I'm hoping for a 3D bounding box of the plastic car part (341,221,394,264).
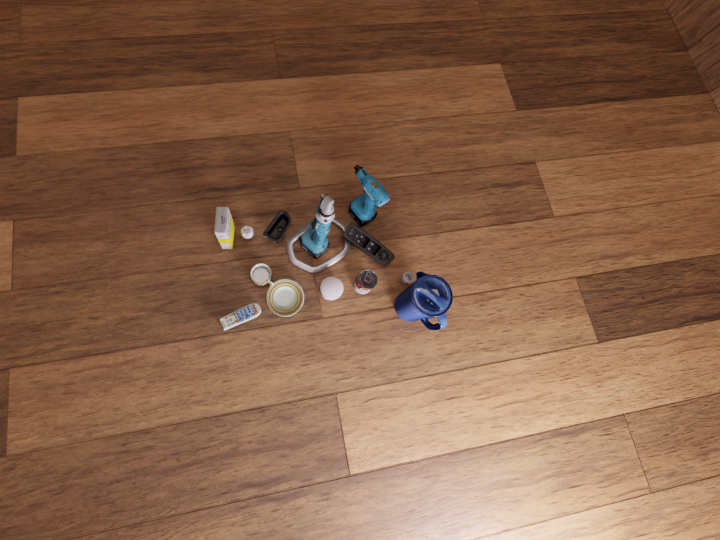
[{"bbox_3d":[0.026,-0.087,1.537,0.205,0.066,0.066,35,72,4],"label":"plastic car part"}]

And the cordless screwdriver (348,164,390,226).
[{"bbox_3d":[0.012,-0.262,1.495,0.073,0.248,0.162,-34,83,-17],"label":"cordless screwdriver"}]

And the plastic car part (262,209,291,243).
[{"bbox_3d":[-0.293,-0.151,1.518,0.066,0.071,0.116,31,72,0],"label":"plastic car part"}]

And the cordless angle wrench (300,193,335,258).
[{"bbox_3d":[-0.128,-0.142,1.350,0.099,0.422,0.074,43,72,1],"label":"cordless angle wrench"}]

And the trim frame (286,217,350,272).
[{"bbox_3d":[-0.151,-0.099,1.541,0.245,0.027,0.188,-34,79,-15],"label":"trim frame"}]
